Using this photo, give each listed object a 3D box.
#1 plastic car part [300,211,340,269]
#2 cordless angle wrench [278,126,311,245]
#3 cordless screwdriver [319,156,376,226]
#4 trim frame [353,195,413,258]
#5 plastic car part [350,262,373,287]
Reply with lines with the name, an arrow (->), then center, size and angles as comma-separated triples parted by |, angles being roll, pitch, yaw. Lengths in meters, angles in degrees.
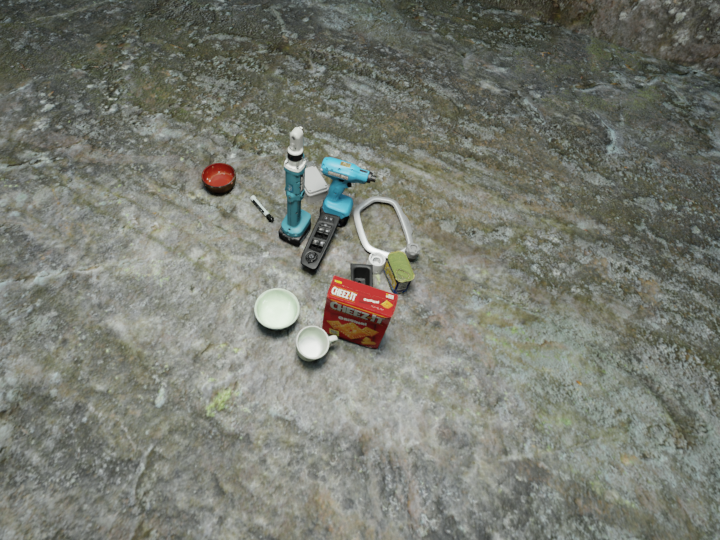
plastic car part -> -0.126, -0.083, 1.291 | 0.067, 0.065, 0.205 | 18, 58, 5
cordless angle wrench -> -0.180, -0.222, 1.172 | 0.076, 0.414, 0.098 | 26, 59, 7
cordless screwdriver -> -0.045, -0.232, 1.287 | 0.161, 0.243, 0.075 | 19, 58, 5
trim frame -> 0.077, -0.141, 1.364 | 0.181, 0.027, 0.258 | -10, 58, -10
plastic car part -> 0.000, 0.046, 1.213 | 0.066, 0.069, 0.120 | 3, 57, -5
